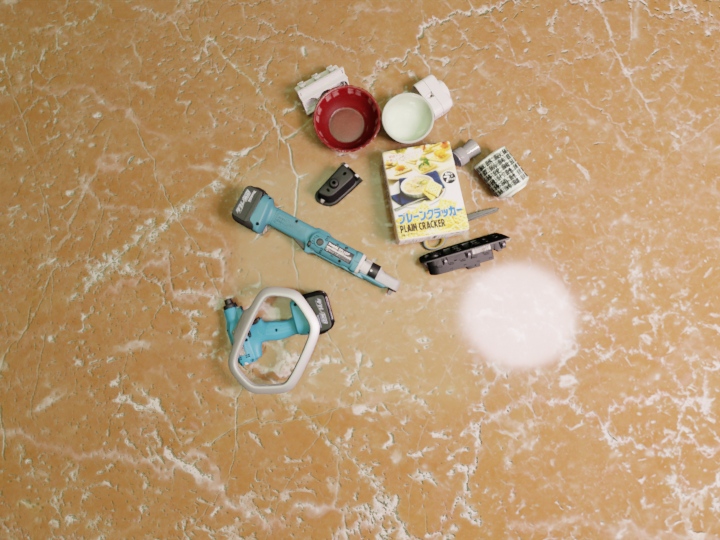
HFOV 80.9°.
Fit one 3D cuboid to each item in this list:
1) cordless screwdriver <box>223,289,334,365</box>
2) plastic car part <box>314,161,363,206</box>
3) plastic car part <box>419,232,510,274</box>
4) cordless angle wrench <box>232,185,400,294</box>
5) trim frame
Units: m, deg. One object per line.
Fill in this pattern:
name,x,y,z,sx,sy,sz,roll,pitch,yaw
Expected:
cordless screwdriver,-0.194,0.106,0.983,0.250,0.073,0.161,-21,84,5
plastic car part,-0.057,-0.205,1.006,0.116,0.070,0.067,-44,85,-5
plastic car part,0.235,-0.035,0.976,0.203,0.068,0.065,-13,111,1
cordless angle wrench,-0.097,-0.064,0.996,0.426,0.074,0.098,28,87,4
trim frame,-0.195,0.156,0.936,0.188,0.027,0.248,25,94,10
